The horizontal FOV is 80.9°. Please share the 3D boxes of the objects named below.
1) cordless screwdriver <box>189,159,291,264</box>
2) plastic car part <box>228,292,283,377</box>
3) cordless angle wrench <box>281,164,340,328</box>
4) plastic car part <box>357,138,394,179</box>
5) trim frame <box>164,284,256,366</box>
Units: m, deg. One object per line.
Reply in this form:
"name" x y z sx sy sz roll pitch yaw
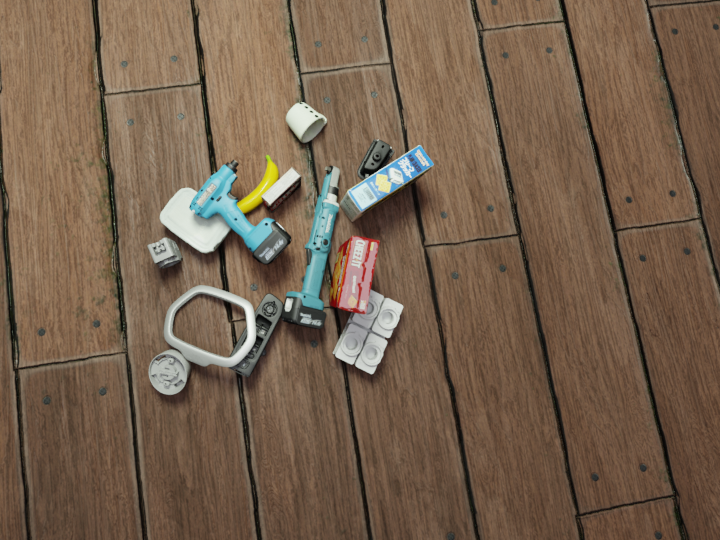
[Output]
"cordless screwdriver" -0.271 -0.138 1.016 0.249 0.074 0.159 39 92 0
"plastic car part" -0.253 0.157 1.050 0.067 0.066 0.203 25 78 4
"cordless angle wrench" -0.106 -0.069 1.081 0.093 0.077 0.426 19 76 -33
"plastic car part" 0.042 -0.299 1.124 0.066 0.071 0.116 30 79 -2
"trim frame" -0.367 0.136 1.033 0.255 0.026 0.185 16 71 14
